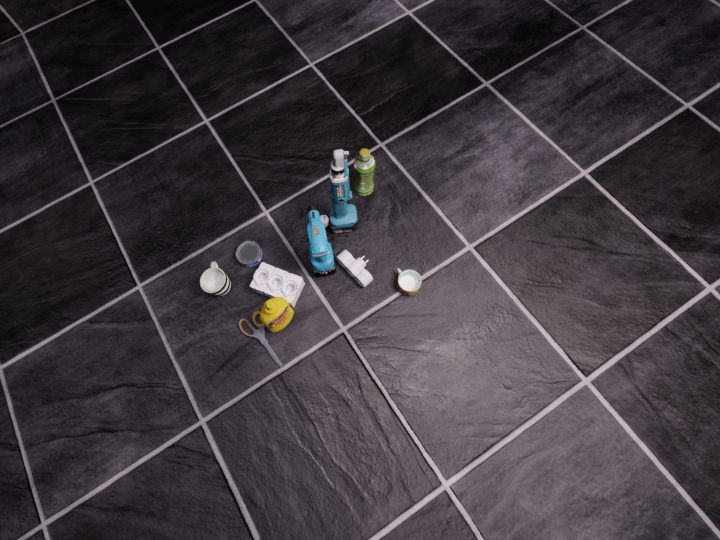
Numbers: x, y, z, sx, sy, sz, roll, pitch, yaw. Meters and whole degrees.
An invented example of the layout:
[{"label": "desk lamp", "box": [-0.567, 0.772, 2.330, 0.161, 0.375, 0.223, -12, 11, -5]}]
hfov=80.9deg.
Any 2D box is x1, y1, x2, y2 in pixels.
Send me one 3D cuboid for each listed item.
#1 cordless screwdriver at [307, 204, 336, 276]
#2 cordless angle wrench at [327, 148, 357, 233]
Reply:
[{"label": "cordless screwdriver", "box": [-0.128, -0.084, 1.311, 0.074, 0.242, 0.164, -11, 69, -4]}, {"label": "cordless angle wrench", "box": [-0.060, -0.233, 1.275, 0.098, 0.412, 0.076, -5, 70, -2]}]
